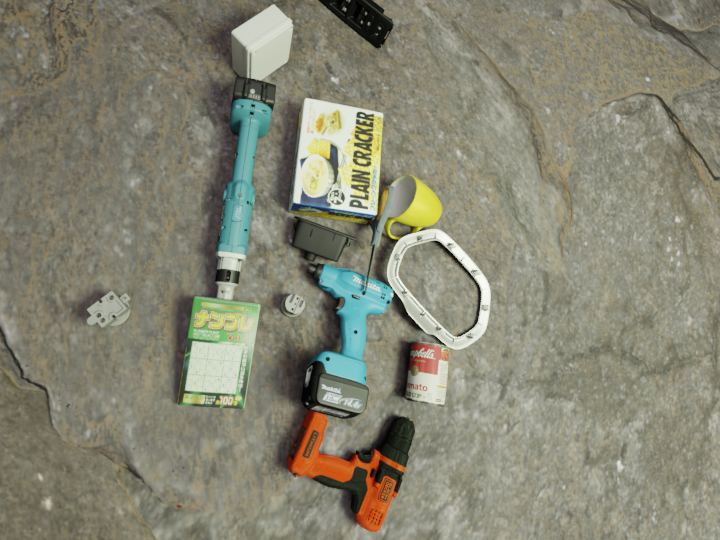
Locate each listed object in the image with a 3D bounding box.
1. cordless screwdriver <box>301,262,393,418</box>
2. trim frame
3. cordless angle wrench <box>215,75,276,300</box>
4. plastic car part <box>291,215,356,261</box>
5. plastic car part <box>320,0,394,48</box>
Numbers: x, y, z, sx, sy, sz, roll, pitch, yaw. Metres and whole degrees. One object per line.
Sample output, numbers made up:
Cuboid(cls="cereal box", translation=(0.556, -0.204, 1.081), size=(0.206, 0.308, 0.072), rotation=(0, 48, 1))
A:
Cuboid(cls="cordless screwdriver", translation=(-0.042, 0.107, 0.714), size=(0.157, 0.074, 0.252), rotation=(21, 58, -8))
Cuboid(cls="trim frame", translation=(0.156, 0.033, 0.804), size=(0.244, 0.028, 0.183), rotation=(47, 69, -9))
Cuboid(cls="cordless angle wrench", translation=(-0.215, -0.129, 0.748), size=(0.072, 0.100, 0.427), rotation=(8, 79, -17))
Cuboid(cls="plastic car part", translation=(-0.076, -0.050, 0.776), size=(0.115, 0.066, 0.071), rotation=(17, 89, -6))
Cuboid(cls="plastic car part", translation=(-0.014, -0.574, 0.907), size=(0.202, 0.067, 0.067), rotation=(34, 63, -3))
